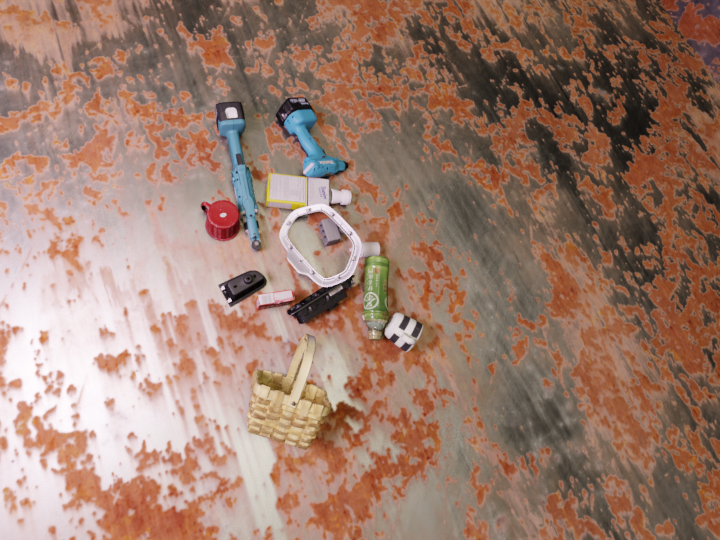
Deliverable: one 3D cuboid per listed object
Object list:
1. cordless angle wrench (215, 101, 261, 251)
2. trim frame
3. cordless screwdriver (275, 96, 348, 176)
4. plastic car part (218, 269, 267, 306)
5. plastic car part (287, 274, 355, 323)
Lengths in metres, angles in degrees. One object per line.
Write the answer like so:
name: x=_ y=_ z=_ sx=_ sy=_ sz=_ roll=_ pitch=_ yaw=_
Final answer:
cordless angle wrench: x=-0.326 y=-0.256 z=1.160 sx=0.072 sy=0.099 sz=0.430 roll=-10 pitch=78 yaw=-19
trim frame: x=-0.110 y=-0.072 z=1.129 sx=0.184 sy=0.026 sz=0.257 roll=-42 pitch=72 yaw=1
cordless screwdriver: x=-0.138 y=-0.389 z=1.248 sx=0.153 sy=0.076 sz=0.254 roll=-15 pitch=74 yaw=-43
plastic car part: x=-0.293 y=0.032 z=1.070 sx=0.115 sy=0.071 sz=0.067 roll=-30 pitch=84 yaw=-18
plastic car part: x=-0.101 y=0.078 z=1.108 sx=0.199 sy=0.069 sz=0.065 roll=-27 pitch=108 yaw=-22
